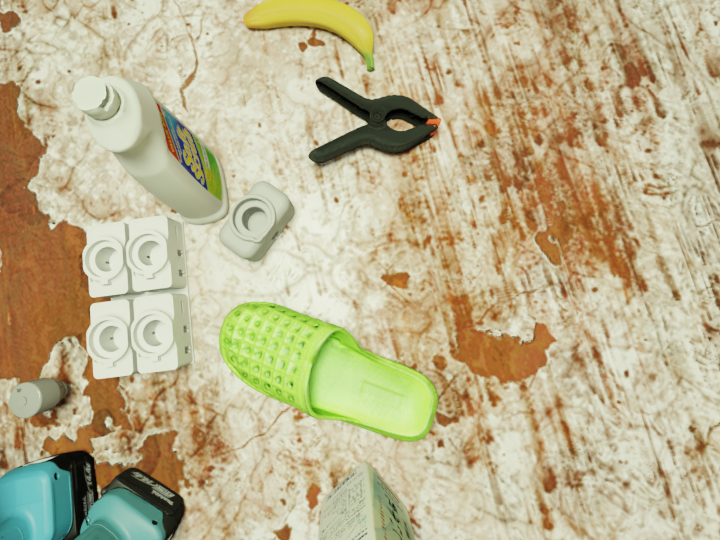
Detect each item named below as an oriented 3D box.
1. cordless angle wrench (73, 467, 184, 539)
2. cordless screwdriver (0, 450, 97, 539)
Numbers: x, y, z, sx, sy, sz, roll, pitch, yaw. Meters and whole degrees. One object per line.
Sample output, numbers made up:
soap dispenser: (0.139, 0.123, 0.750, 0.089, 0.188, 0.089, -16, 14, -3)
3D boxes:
cordless angle wrench: (-0.263, 0.280, 0.316, 0.099, 0.419, 0.074, 28, 86, 1)
cordless screwdriver: (-0.371, 0.243, 0.417, 0.074, 0.246, 0.161, -14, 85, -2)
